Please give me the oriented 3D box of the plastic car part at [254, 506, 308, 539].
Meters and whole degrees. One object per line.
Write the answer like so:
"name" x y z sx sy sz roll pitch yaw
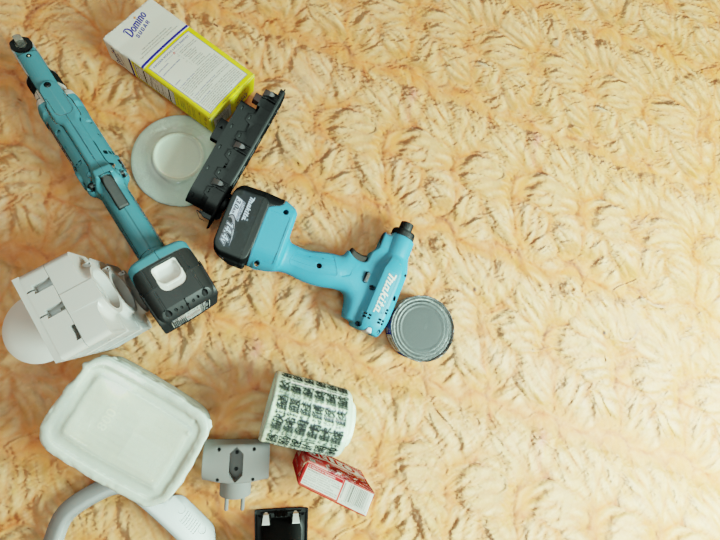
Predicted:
"plastic car part" -0.090 0.348 0.483 0.065 0.071 0.118 0 79 -9

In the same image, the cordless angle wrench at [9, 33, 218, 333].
"cordless angle wrench" -0.321 -0.121 0.524 0.073 0.098 0.429 -32 82 -24

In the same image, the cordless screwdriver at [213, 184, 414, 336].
"cordless screwdriver" -0.054 -0.035 0.549 0.245 0.075 0.160 26 79 -7

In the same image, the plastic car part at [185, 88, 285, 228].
"plastic car part" -0.166 -0.152 0.547 0.064 0.069 0.203 26 80 -23

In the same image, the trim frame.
"trim frame" -0.254 0.354 0.484 0.250 0.027 0.183 42 79 2
